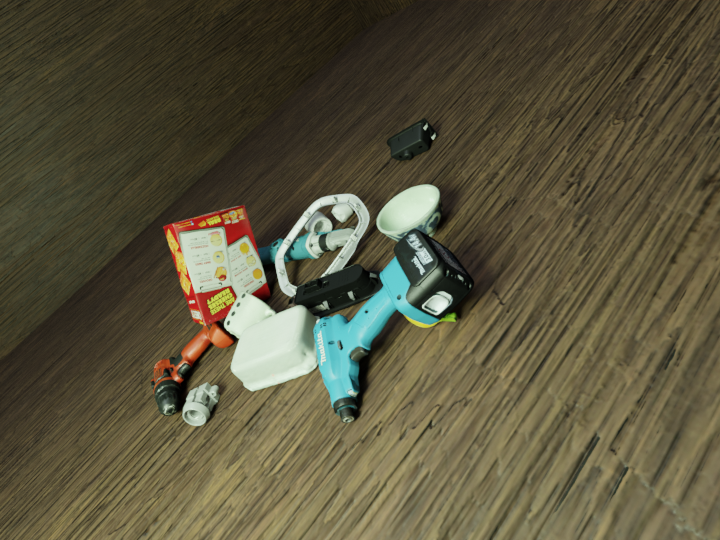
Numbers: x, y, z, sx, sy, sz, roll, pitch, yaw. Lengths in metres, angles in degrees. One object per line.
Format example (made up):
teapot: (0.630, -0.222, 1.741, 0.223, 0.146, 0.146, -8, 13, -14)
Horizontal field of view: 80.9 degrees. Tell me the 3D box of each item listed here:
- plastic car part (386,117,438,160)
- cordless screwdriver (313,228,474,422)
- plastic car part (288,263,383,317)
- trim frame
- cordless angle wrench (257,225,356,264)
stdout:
plastic car part: (0.120, -0.299, 1.013, 0.120, 0.062, 0.073, -21, 48, 35)
cordless screwdriver: (0.033, 0.075, 0.558, 0.251, 0.071, 0.166, -44, 37, 25)
plastic car part: (-0.055, 0.035, 0.757, 0.209, 0.064, 0.067, -18, 35, 27)
trim frame: (-0.085, -0.056, 0.871, 0.195, 0.026, 0.248, 35, 87, 38)
cordless angle wrench: (-0.184, -0.047, 0.997, 0.441, 0.070, 0.099, -8, 47, 38)
